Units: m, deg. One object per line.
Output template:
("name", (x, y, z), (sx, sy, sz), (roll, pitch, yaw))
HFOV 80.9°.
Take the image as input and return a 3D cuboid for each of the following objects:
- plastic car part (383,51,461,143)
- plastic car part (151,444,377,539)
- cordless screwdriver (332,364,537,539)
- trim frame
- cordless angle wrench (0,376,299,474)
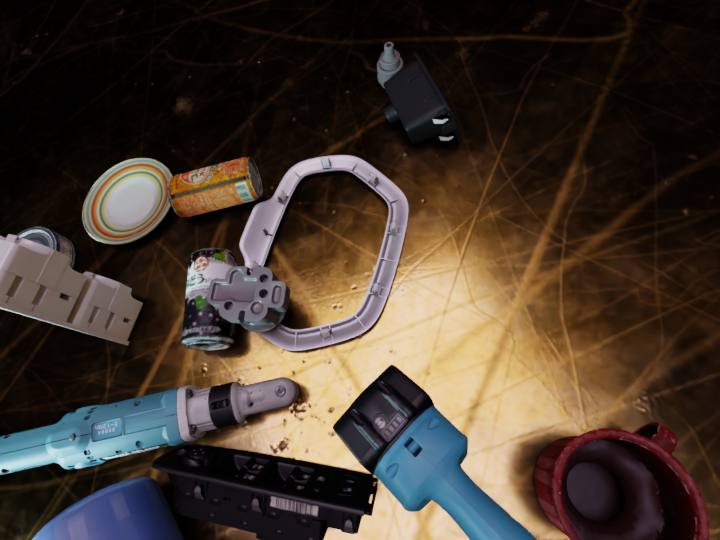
("plastic car part", (0.066, -0.203, 0.522), (0.072, 0.062, 0.121), (-29, 62, 13))
("plastic car part", (-0.090, 0.202, 0.383), (0.208, 0.065, 0.067), (8, 96, 13))
("cordless screwdriver", (0.096, 0.194, 0.319), (0.074, 0.151, 0.263), (-43, 52, -13))
("trim frame", (-0.048, -0.031, 0.486), (0.190, 0.026, 0.250), (13, 72, 17))
("cordless angle wrench", (-0.268, 0.164, 0.419), (0.424, 0.095, 0.076), (-13, 71, 2))
